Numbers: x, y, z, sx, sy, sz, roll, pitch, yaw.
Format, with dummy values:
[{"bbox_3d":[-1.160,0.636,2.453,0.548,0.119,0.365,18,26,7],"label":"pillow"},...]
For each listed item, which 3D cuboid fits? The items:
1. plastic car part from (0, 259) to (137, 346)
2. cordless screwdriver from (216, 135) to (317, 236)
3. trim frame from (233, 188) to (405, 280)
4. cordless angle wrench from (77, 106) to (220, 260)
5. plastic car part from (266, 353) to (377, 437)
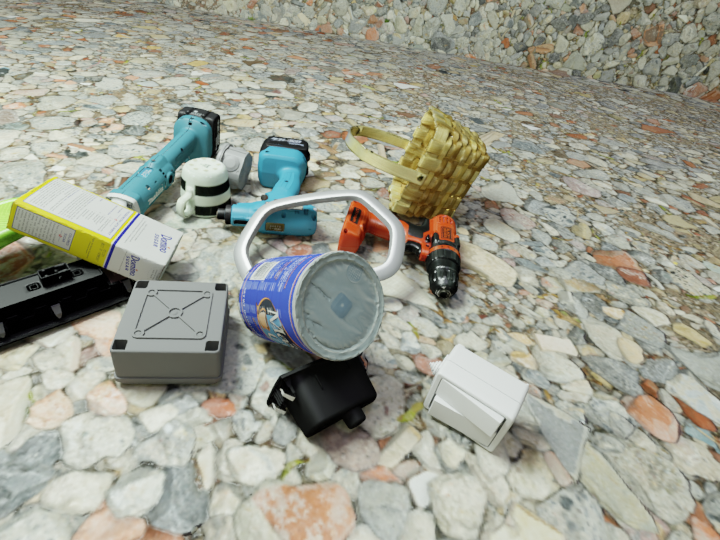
[{"bbox_3d":[-0.364,0.032,0.485,0.197,0.066,0.069,-29,59,-36],"label":"plastic car part"},{"bbox_3d":[-0.162,-0.154,0.757,0.157,0.073,0.258,2,41,-9],"label":"cordless screwdriver"},{"bbox_3d":[-0.060,-0.039,0.609,0.247,0.027,0.191,-9,58,-3],"label":"trim frame"},{"bbox_3d":[-0.346,-0.159,0.716,0.074,0.096,0.432,13,40,-4],"label":"cordless angle wrench"},{"bbox_3d":[-0.027,0.128,0.433,0.112,0.065,0.074,-13,58,-32],"label":"plastic car part"}]
